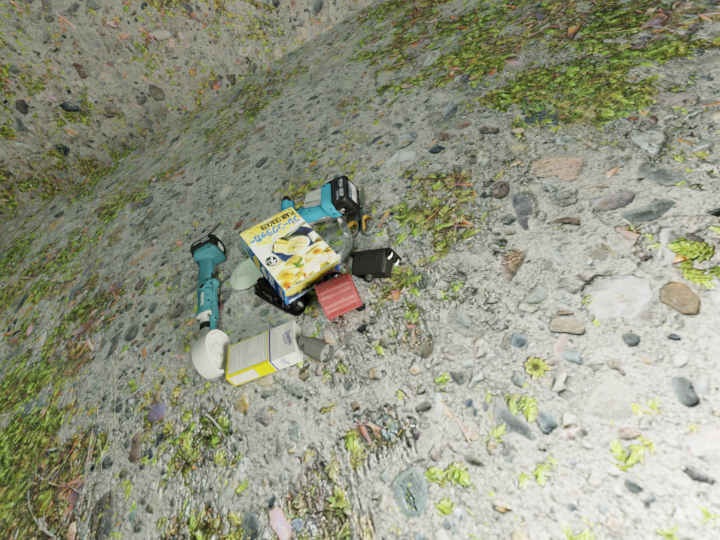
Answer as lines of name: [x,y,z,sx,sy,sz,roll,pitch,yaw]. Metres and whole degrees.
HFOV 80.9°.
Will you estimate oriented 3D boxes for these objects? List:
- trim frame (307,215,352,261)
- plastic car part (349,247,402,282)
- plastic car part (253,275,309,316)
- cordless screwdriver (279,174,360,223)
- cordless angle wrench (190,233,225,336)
trim frame: [-0.112,-0.073,1.149,0.186,0.026,0.260,-33,42,11]
plastic car part: [0.028,-0.008,0.985,0.121,0.062,0.072,-8,60,31]
plastic car part: [-0.207,0.052,1.076,0.215,0.064,0.066,24,58,42]
cordless screwdriver: [-0.127,-0.185,1.177,0.255,0.070,0.164,-23,55,25]
cordless angle wrench: [-0.438,0.058,1.214,0.099,0.070,0.443,-29,43,6]
